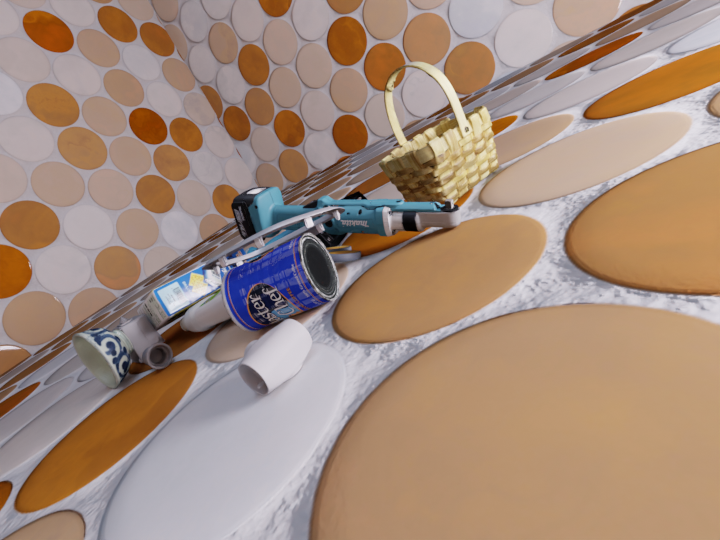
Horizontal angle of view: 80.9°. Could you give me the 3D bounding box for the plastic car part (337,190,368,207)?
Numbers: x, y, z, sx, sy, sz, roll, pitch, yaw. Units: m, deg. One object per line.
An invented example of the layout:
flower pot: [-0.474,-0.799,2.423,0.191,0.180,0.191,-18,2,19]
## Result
plastic car part: [-0.029,-0.127,0.965,0.071,0.064,0.121,-53,22,-24]

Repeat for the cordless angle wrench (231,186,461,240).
cordless angle wrench: [-0.043,-0.093,0.719,0.444,0.095,0.073,6,30,34]

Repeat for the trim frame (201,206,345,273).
trim frame: [-0.133,-0.043,0.650,0.255,0.027,0.179,-24,1,29]

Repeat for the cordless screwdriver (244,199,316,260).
cordless screwdriver: [-0.187,-0.073,1.038,0.249,0.072,0.163,-33,17,3]

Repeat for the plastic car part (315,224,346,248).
plastic car part: [-0.083,-0.054,0.851,0.067,0.066,0.202,-51,3,39]
